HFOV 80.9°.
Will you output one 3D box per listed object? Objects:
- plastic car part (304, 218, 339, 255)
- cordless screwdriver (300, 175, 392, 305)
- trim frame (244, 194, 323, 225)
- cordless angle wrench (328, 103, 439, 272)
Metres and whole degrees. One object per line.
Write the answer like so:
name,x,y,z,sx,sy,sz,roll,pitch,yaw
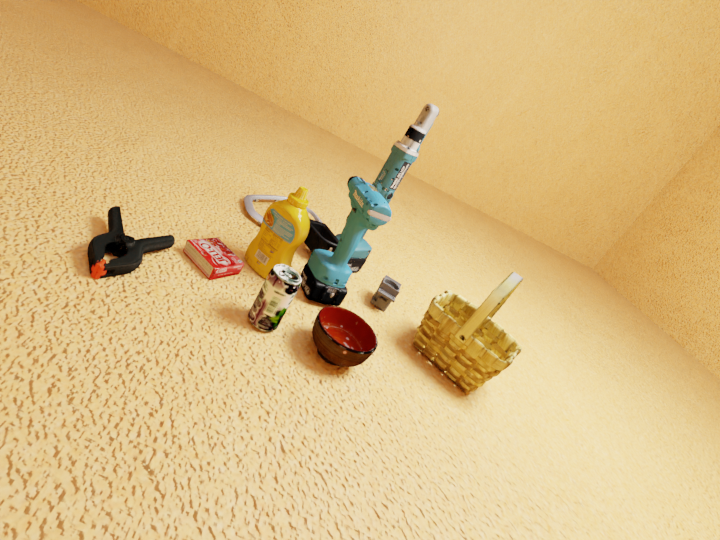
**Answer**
plastic car part,-0.098,-0.064,1.004,0.063,0.071,0.123,12,29,-37
cordless screwdriver,-0.039,-0.063,0.842,0.071,0.248,0.167,17,26,-30
trim frame,-0.200,-0.147,1.115,0.193,0.027,0.238,40,26,25
cordless angle wrench,0.050,-0.181,0.965,0.093,0.422,0.078,4,35,-48
